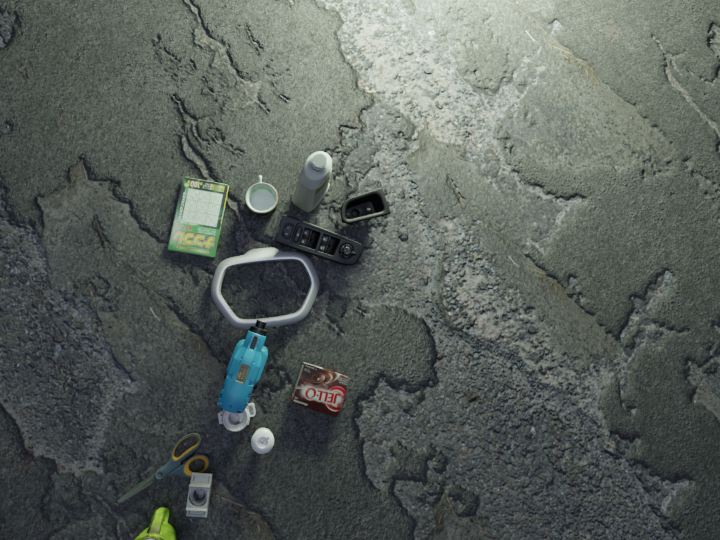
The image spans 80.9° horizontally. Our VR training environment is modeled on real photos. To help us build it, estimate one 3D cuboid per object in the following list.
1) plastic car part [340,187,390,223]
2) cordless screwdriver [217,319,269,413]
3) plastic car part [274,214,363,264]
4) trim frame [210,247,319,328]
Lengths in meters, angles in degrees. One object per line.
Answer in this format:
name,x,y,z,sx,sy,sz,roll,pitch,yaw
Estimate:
plastic car part,0.000,-0.144,1.004,0.115,0.071,0.066,-18,86,-10
cordless screwdriver,-0.221,0.174,0.838,0.073,0.250,0.160,20,81,-9
plastic car part,-0.096,-0.063,0.982,0.201,0.067,0.066,18,80,-4
trim frame,-0.217,0.038,0.973,0.245,0.027,0.186,-7,82,-8
